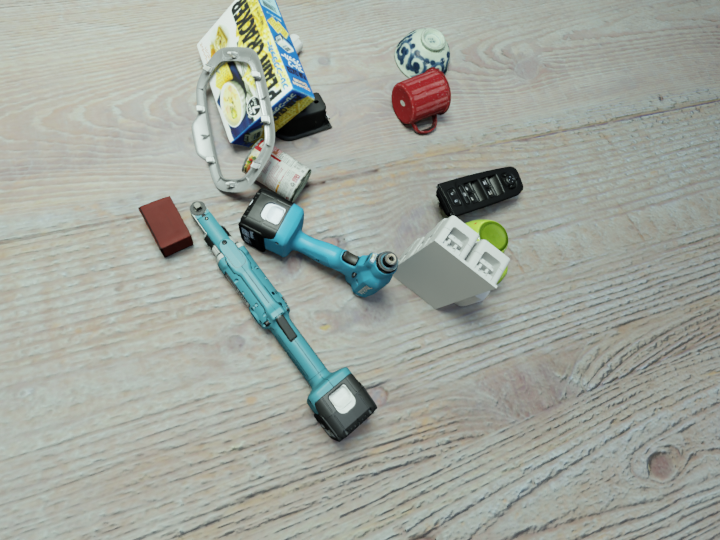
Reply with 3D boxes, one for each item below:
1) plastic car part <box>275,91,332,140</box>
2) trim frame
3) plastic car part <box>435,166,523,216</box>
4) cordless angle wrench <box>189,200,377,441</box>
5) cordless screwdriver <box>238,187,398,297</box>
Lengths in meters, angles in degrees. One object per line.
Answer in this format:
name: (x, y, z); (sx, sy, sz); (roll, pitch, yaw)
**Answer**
plastic car part: (-0.109, -0.288, 0.776); (0.114, 0.071, 0.067); (-26, 82, -22)
trim frame: (-0.217, -0.252, 0.702); (0.026, 0.191, 0.250); (-6, 82, -53)
plastic car part: (0.223, -0.144, 0.797); (0.198, 0.067, 0.068); (-21, 73, -22)
cordless angle wrench: (-0.141, 0.059, 0.656); (0.073, 0.097, 0.432); (-35, 78, -20)
cordless screwdriver: (-0.065, -0.042, 0.660); (0.249, 0.159, 0.074); (28, 70, -2)
